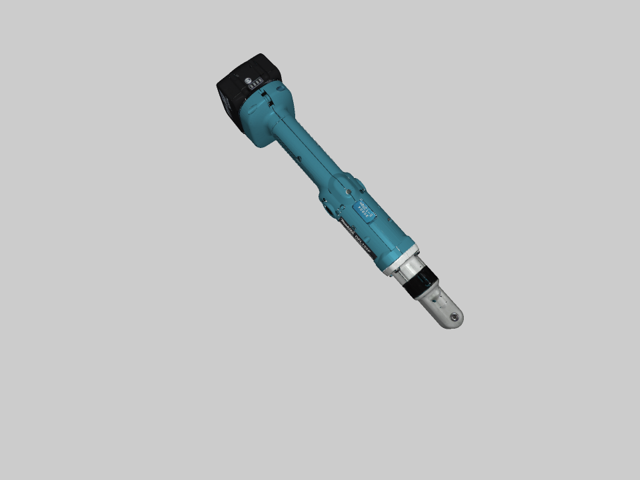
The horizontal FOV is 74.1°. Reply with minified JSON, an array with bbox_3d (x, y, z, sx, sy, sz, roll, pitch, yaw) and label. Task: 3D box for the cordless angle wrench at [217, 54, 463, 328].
[{"bbox_3d":[0.030,-0.054,0.542,0.074,0.422,0.098,-40,-9,-10],"label":"cordless angle wrench"}]
